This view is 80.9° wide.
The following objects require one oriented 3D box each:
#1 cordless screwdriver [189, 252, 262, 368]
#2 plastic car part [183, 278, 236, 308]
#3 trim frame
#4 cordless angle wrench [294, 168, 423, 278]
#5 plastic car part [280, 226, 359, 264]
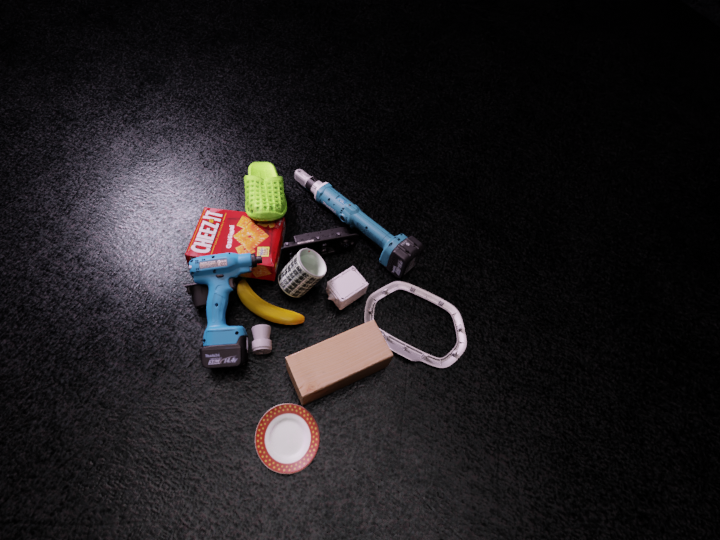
[{"bbox_3d":[-0.282,0.082,0.925,0.158,0.074,0.253,-9,78,-7],"label":"cordless screwdriver"},{"bbox_3d":[-0.346,0.060,0.990,0.115,0.066,0.072,-7,77,-9],"label":"plastic car part"},{"bbox_3d":[0.130,0.123,0.994,0.254,0.027,0.184,26,62,10],"label":"trim frame"},{"bbox_3d":[-0.028,-0.148,1.115,0.073,0.095,0.441,-37,64,-27],"label":"cordless angle wrench"},{"bbox_3d":[-0.105,-0.069,1.075,0.200,0.064,0.070,-9,44,-11],"label":"plastic car part"}]
